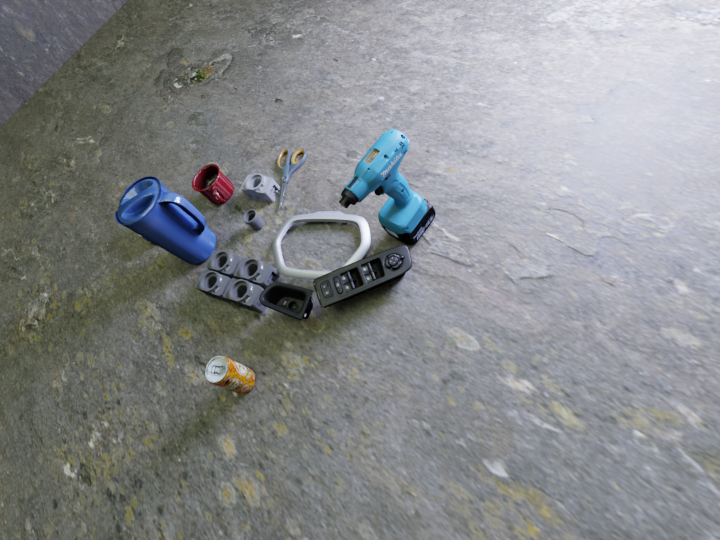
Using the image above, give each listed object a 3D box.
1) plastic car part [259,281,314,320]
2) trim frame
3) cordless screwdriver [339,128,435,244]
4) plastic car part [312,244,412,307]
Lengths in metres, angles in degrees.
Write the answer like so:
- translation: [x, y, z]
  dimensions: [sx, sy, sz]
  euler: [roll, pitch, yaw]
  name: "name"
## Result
- translation: [-0.147, 0.069, 0.893]
  dimensions: [0.122, 0.067, 0.066]
  euler: [12, 69, 30]
  name: "plastic car part"
- translation: [-0.094, -0.062, 0.966]
  dimensions: [0.259, 0.026, 0.186]
  euler: [2, 64, 27]
  name: "trim frame"
- translation: [0.052, -0.130, 0.802]
  dimensions: [0.078, 0.236, 0.159]
  euler: [34, 80, 34]
  name: "cordless screwdriver"
- translation: [0.011, 0.017, 0.847]
  dimensions: [0.205, 0.063, 0.069]
  euler: [-25, 56, 11]
  name: "plastic car part"
